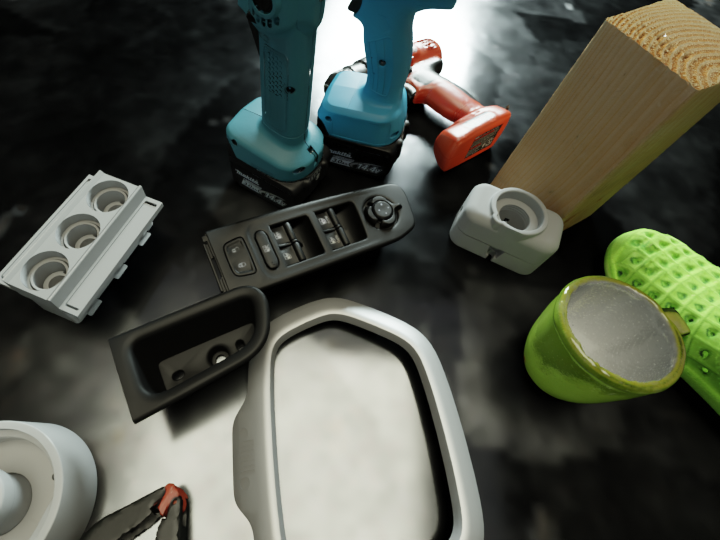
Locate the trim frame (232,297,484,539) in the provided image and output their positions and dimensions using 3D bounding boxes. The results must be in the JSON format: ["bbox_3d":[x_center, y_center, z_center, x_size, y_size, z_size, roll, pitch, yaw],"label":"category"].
[{"bbox_3d":[-0.008,0.136,0.333,0.182,0.027,0.257,-6,61,-9],"label":"trim frame"}]

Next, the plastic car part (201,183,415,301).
[{"bbox_3d":[-0.039,-0.026,0.401,0.199,0.066,0.069,-22,66,-18],"label":"plastic car part"}]

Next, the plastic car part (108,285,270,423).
[{"bbox_3d":[-0.123,0.066,0.337,0.114,0.070,0.068,-24,67,-19],"label":"plastic car part"}]

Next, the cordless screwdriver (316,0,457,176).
[{"bbox_3d":[-0.005,-0.209,0.407,0.160,0.245,0.075,21,60,2],"label":"cordless screwdriver"}]

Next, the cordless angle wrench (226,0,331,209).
[{"bbox_3d":[-0.055,-0.201,0.299,0.100,0.416,0.074,32,61,7],"label":"cordless angle wrench"}]
